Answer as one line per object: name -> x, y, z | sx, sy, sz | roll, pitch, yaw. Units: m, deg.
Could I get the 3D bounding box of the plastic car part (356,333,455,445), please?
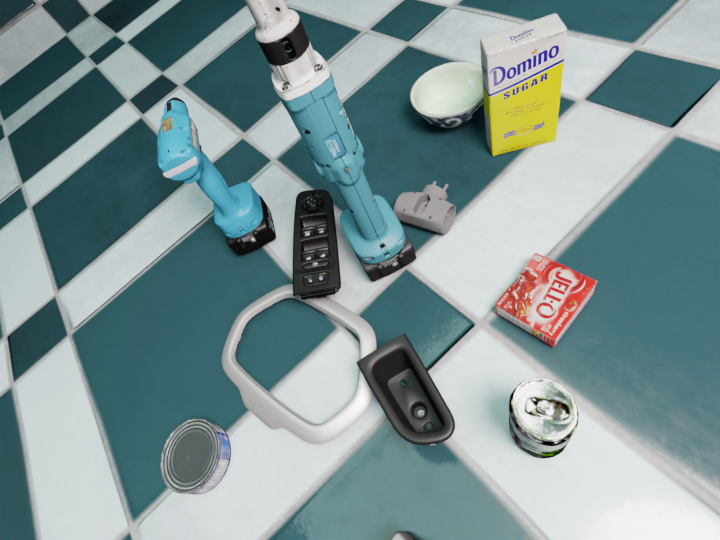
plastic car part -> 0.057, 0.143, 0.469 | 0.066, 0.067, 0.122 | -32, 53, 0

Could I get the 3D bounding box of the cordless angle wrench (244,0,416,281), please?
cordless angle wrench -> -0.025, -0.127, 0.462 | 0.074, 0.401, 0.103 | -28, 54, 2

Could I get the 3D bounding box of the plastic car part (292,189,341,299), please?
plastic car part -> -0.062, -0.041, 0.636 | 0.067, 0.064, 0.210 | -16, 55, 12

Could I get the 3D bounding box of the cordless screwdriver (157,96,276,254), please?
cordless screwdriver -> -0.225, -0.144, 0.662 | 0.075, 0.236, 0.166 | -25, 54, 5

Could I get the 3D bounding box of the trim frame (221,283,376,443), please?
trim frame -> -0.088, 0.116, 0.573 | 0.262, 0.026, 0.184 | 24, 72, 33
